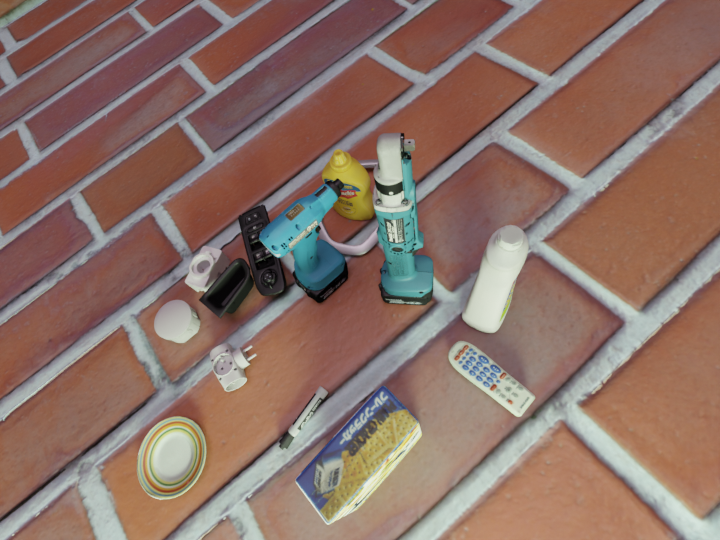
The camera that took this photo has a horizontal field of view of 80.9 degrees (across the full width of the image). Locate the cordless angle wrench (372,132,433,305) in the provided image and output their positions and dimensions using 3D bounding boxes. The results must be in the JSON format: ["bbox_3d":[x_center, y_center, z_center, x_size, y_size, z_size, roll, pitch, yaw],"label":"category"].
[{"bbox_3d":[0.058,-0.054,0.626,0.100,0.406,0.076,3,65,11],"label":"cordless angle wrench"}]

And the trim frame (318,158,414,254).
[{"bbox_3d":[0.005,-0.140,0.900,0.193,0.026,0.248,29,74,25],"label":"trim frame"}]

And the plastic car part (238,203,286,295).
[{"bbox_3d":[-0.198,-0.033,0.875,0.066,0.064,0.211,-21,61,1],"label":"plastic car part"}]

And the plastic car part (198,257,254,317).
[{"bbox_3d":[-0.253,0.040,0.849,0.069,0.068,0.116,32,75,24],"label":"plastic car part"}]

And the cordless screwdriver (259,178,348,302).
[{"bbox_3d":[-0.073,-0.048,0.751,0.158,0.239,0.078,-43,65,-11],"label":"cordless screwdriver"}]
